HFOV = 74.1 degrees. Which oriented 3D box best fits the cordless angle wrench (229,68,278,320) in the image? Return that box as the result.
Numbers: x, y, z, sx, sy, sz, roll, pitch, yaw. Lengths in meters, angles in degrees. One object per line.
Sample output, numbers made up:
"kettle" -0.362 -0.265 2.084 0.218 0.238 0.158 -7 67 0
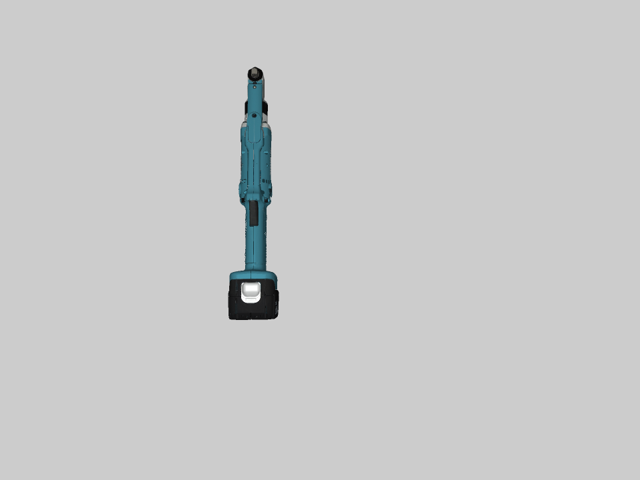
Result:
"cordless angle wrench" -0.109 -0.082 0.712 0.074 0.422 0.098 0 -6 -2
